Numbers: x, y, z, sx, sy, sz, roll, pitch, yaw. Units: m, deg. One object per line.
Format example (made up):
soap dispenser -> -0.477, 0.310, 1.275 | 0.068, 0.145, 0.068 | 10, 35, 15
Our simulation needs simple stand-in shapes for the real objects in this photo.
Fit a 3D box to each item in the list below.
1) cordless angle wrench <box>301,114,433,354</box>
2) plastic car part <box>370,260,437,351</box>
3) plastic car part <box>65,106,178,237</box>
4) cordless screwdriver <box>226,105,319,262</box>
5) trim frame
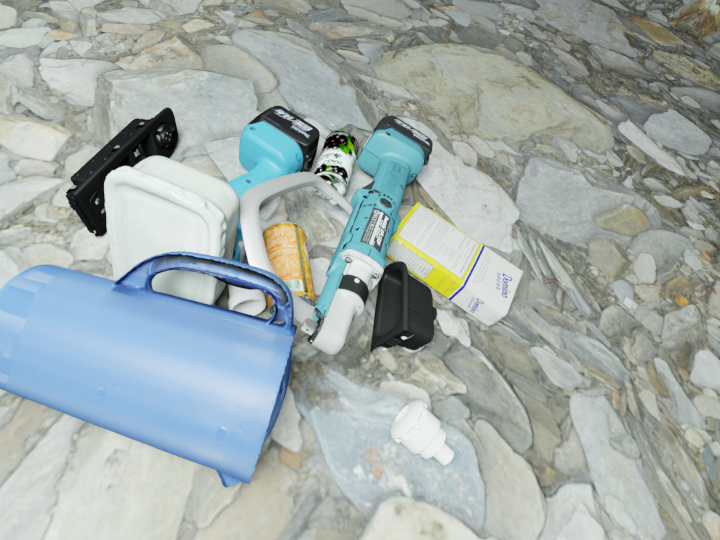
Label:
cordless angle wrench -> 0.016, -0.068, 0.527 | 0.097, 0.074, 0.427 | 29, 42, -9
plastic car part -> 0.060, 0.047, 0.515 | 0.069, 0.067, 0.119 | 29, 46, -18
plastic car part -> -0.299, -0.135, 0.536 | 0.069, 0.063, 0.205 | 8, 50, 18
cordless screwdriver -> -0.168, -0.127, 0.560 | 0.161, 0.073, 0.249 | 28, 55, 3
trim frame -> -0.049, -0.032, 0.498 | 0.184, 0.028, 0.244 | 53, 30, -2
